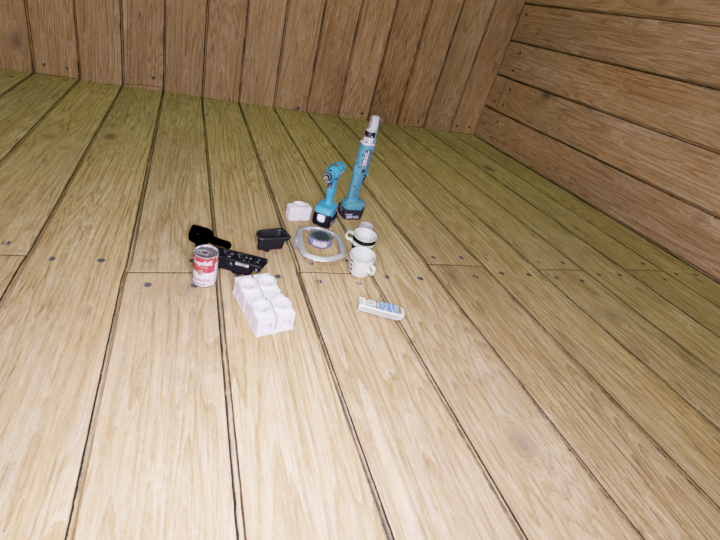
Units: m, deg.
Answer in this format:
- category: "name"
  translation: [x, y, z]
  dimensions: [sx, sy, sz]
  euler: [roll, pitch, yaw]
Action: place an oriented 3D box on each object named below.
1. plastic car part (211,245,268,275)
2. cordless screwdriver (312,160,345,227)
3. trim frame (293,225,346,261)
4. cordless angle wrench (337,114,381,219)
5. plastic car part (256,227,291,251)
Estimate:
- category: "plastic car part"
  translation: [-0.382, -0.028, 1.264]
  dimensions: [0.205, 0.066, 0.066]
  euler: [17, 31, 6]
- category: "cordless screwdriver"
  translation: [-0.123, -0.277, 1.585]
  dimensions: [0.076, 0.245, 0.159]
  euler: [21, 31, 7]
- category: "trim frame"
  translation: [-0.146, -0.096, 1.497]
  dimensions: [0.180, 0.027, 0.259]
  euler: [4, 33, -14]
- category: "cordless angle wrench"
  translation: [0.003, -0.401, 1.664]
  dimensions: [0.094, 0.416, 0.078]
  euler: [0, 34, -26]
- category: "plastic car part"
  translation: [-0.298, -0.096, 1.399]
  dimensions: [0.112, 0.070, 0.070]
  euler: [-11, 40, -35]
